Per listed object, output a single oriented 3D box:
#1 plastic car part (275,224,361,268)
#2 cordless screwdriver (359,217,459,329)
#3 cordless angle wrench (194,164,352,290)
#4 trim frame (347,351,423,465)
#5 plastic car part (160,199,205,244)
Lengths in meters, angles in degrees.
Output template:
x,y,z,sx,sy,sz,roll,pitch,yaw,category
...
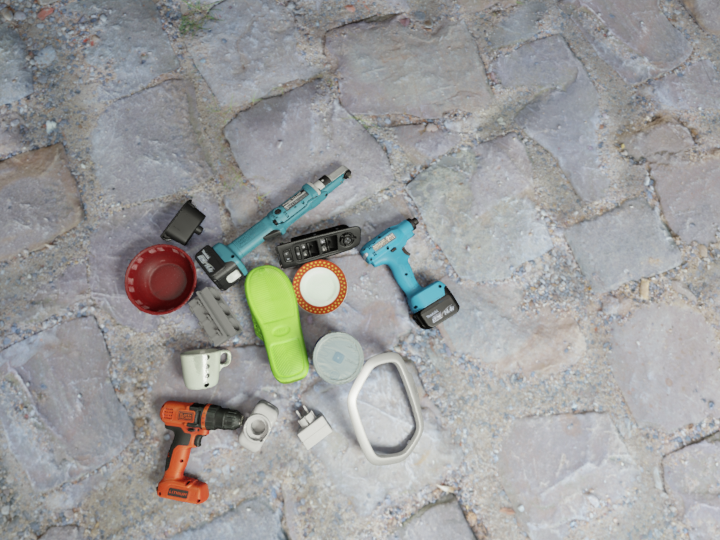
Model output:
x,y,z,sx,sy,sz,roll,pitch,yaw,category
-0.098,-0.064,0.999,0.202,0.069,0.064,-14,116,-2,plastic car part
0.132,0.003,0.985,0.158,0.073,0.255,-35,78,-9,cordless screwdriver
-0.189,-0.122,1.001,0.420,0.071,0.103,-40,61,-13,cordless angle wrench
0.059,0.294,0.896,0.180,0.029,0.245,-26,101,-28,trim frame
-0.413,-0.106,1.007,0.069,0.067,0.116,38,76,-12,plastic car part
